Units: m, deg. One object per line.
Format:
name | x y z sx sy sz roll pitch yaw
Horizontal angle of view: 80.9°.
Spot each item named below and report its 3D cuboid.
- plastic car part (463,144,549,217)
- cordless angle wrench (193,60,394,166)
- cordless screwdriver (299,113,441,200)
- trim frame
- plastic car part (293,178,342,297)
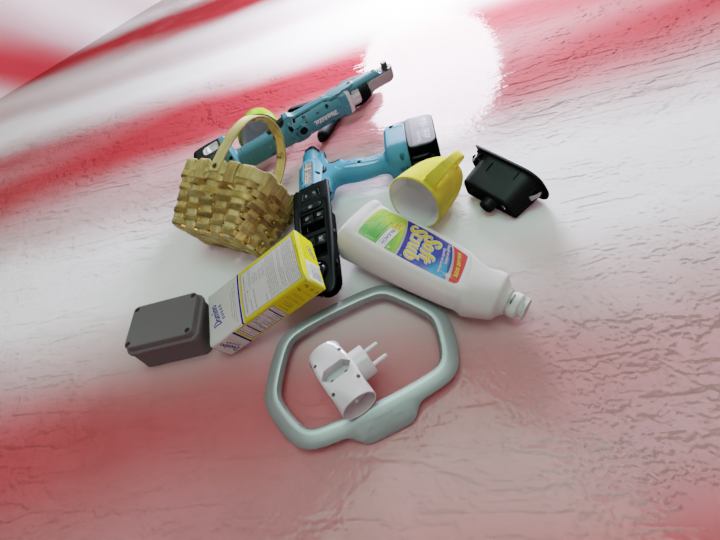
plastic car part | 0.198 -0.119 0.613 0.071 0.062 0.123 -45 52 1
cordless angle wrench | -0.121 -0.286 0.830 0.423 0.093 0.078 -29 48 0
cordless screwdriver | 0.008 -0.199 0.740 0.253 0.070 0.165 -16 48 13
trim frame | -0.004 0.111 0.519 0.248 0.026 0.194 -27 47 -3
plastic car part | -0.062 -0.041 0.638 0.067 0.063 0.210 -17 51 14
